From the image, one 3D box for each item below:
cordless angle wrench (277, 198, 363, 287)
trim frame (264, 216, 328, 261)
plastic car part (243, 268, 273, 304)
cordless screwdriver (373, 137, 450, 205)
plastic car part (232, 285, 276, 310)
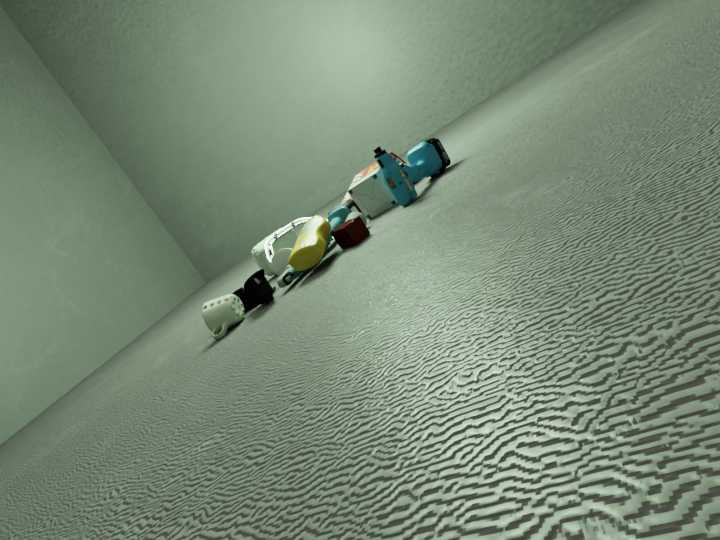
[{"bbox_3d":[-0.114,-0.075,1.170,0.101,0.073,0.420,-26,18,36],"label":"cordless angle wrench"},{"bbox_3d":[-0.187,-0.097,1.320,0.194,0.026,0.244,31,55,34],"label":"trim frame"},{"bbox_3d":[-0.240,0.048,1.024,0.065,0.072,0.117,-39,-4,-21],"label":"plastic car part"},{"bbox_3d":[0.133,-0.286,1.112,0.076,0.157,0.245,-26,12,46],"label":"cordless screwdriver"},{"bbox_3d":[-0.323,0.089,1.121,0.205,0.065,0.067,-35,17,12],"label":"plastic car part"}]
